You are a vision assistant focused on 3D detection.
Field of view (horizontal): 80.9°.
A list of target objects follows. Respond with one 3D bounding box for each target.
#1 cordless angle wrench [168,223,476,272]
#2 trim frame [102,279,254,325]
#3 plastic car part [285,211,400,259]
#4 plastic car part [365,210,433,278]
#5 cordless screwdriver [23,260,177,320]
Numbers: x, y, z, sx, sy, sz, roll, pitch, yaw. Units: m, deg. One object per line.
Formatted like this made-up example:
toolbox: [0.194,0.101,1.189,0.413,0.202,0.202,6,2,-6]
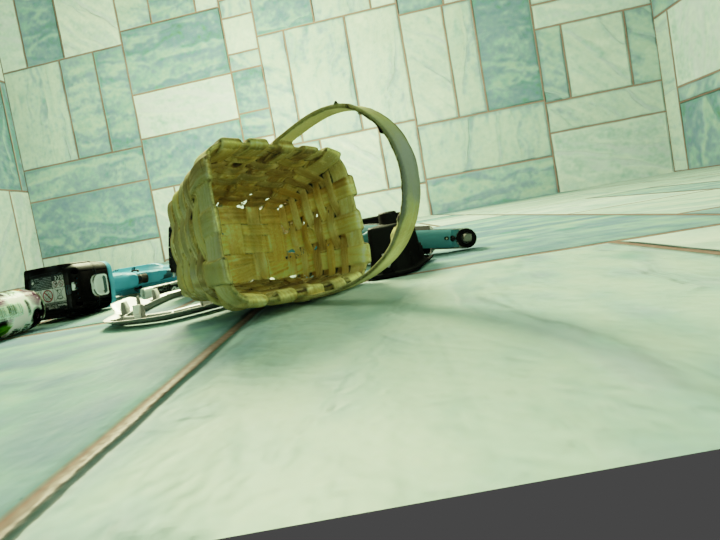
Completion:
cordless angle wrench: [-0.059,-0.038,0.601,0.429,0.074,0.096,-1,0,9]
trim frame: [-0.209,0.028,0.529,0.184,0.027,0.251,-12,9,-3]
plastic car part: [-0.025,-0.043,0.685,0.199,0.067,0.067,-11,-6,-12]
plastic car part: [0.038,-0.034,0.490,0.068,0.071,0.113,-9,3,20]
cordless screwdriver: [-0.390,0.019,0.686,0.161,0.074,0.247,-9,3,5]
